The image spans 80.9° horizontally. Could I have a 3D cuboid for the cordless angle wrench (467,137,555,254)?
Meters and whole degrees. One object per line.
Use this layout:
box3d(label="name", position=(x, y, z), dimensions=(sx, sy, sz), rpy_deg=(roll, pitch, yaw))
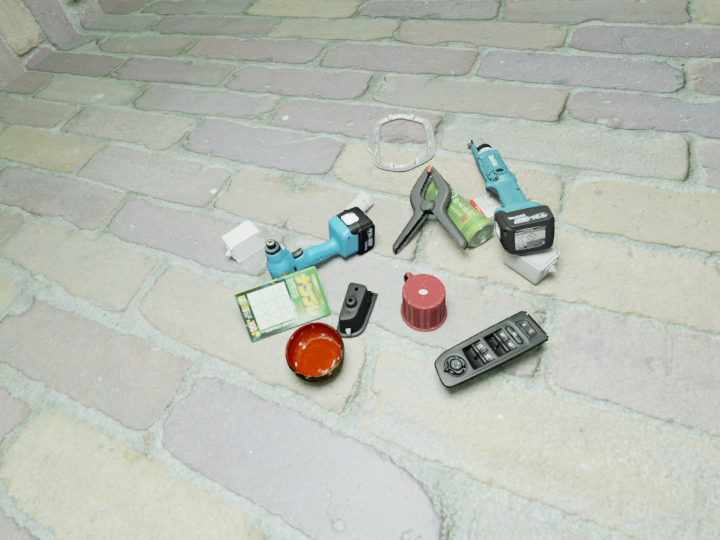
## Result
box3d(label="cordless angle wrench", position=(0.313, -0.201, 0.951), dimensions=(0.099, 0.071, 0.435), rpy_deg=(-13, 39, 10))

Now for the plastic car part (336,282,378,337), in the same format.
box3d(label="plastic car part", position=(-0.013, 0.072, 0.857), dimensions=(0.068, 0.068, 0.117), rpy_deg=(9, 53, 18))

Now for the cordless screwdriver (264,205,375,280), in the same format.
box3d(label="cordless screwdriver", position=(-0.090, -0.059, 0.918), dimensions=(0.246, 0.153, 0.078), rpy_deg=(-30, 55, -13))

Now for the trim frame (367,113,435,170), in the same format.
box3d(label="trim frame", position=(0.111, -0.365, 1.180), dimensions=(0.188, 0.026, 0.255), rpy_deg=(-4, 55, 11))

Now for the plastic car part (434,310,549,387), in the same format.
box3d(label="plastic car part", position=(0.221, 0.146, 0.749), dimensions=(0.201, 0.065, 0.069), rpy_deg=(-24, 60, -10))
